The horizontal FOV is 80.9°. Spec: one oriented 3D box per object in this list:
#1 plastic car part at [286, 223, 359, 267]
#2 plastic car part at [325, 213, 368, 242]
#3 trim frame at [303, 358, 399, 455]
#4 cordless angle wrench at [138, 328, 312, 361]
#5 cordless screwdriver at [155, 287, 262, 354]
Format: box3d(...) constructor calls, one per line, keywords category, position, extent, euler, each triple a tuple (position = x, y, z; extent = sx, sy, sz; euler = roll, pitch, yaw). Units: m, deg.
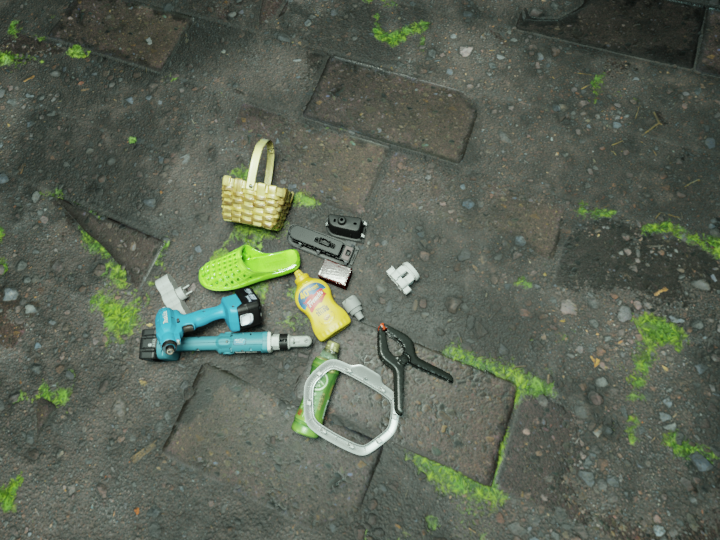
box3d(category="plastic car part", position=(-0.111, -0.073, 1.134), extent=(0.209, 0.065, 0.066), euler=(21, 84, 14))
box3d(category="plastic car part", position=(-0.041, -0.123, 1.135), extent=(0.118, 0.069, 0.067), euler=(11, 74, 5))
box3d(category="trim frame", position=(-0.019, 0.314, 0.980), extent=(0.245, 0.028, 0.184), euler=(31, 73, -6))
box3d(category="cordless angle wrench", position=(-0.333, 0.184, 1.065), extent=(0.424, 0.095, 0.076), euler=(-2, 71, 2))
box3d(category="cordless screwdriver", position=(-0.361, 0.124, 1.019), extent=(0.242, 0.072, 0.168), euler=(-12, 29, -21))
